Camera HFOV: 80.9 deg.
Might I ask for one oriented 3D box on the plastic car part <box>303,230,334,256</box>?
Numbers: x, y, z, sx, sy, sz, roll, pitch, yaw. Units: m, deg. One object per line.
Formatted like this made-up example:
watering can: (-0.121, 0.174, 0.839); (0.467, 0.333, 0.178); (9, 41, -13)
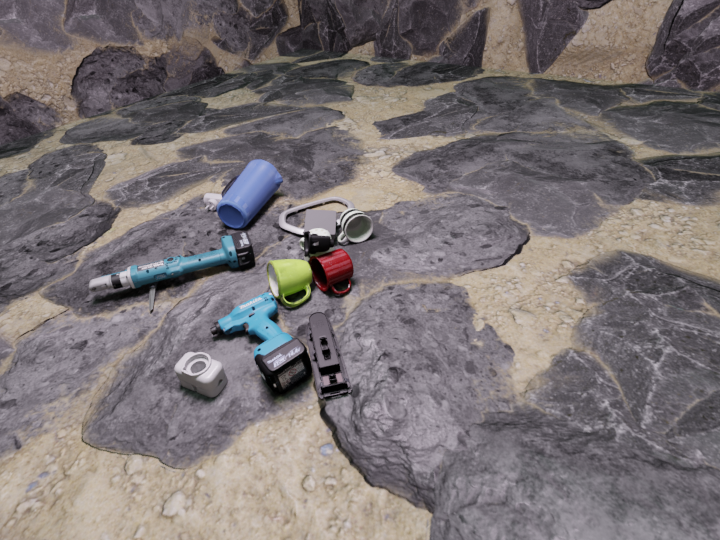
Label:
plastic car part: (-0.102, -0.067, 1.044); (0.069, 0.066, 0.119); (-1, 1, -15)

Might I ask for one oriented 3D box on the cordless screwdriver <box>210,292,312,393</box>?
cordless screwdriver: (-0.216, 0.151, 0.895); (0.156, 0.071, 0.263); (-27, 39, -18)

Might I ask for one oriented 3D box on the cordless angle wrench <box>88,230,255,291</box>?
cordless angle wrench: (-0.497, -0.010, 1.124); (0.416, 0.072, 0.103); (-15, 39, -13)

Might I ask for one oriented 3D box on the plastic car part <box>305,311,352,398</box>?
plastic car part: (-0.077, 0.160, 0.872); (0.066, 0.064, 0.212); (-18, 37, -4)

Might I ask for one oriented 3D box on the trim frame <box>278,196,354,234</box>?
trim frame: (-0.135, -0.174, 1.322); (0.244, 0.026, 0.194); (-22, 42, -15)
